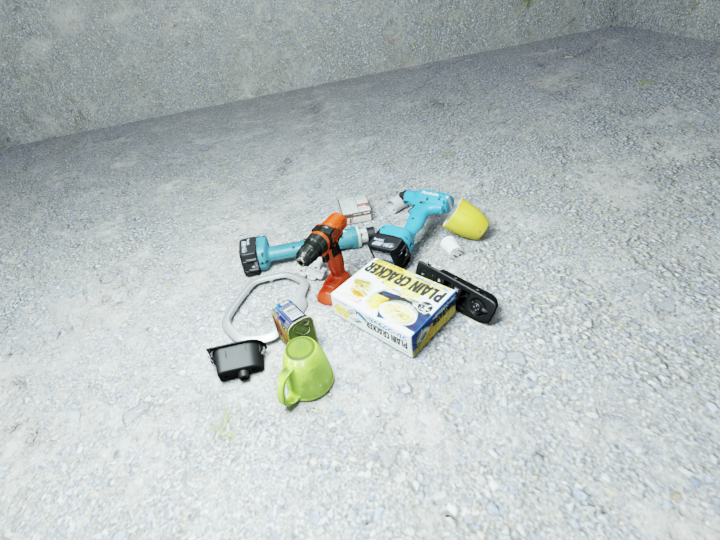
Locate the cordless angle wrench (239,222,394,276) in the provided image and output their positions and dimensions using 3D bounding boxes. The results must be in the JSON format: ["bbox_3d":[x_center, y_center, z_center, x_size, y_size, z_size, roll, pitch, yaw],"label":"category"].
[{"bbox_3d":[-0.112,-0.073,1.143,0.421,0.072,0.102,-11,36,-3],"label":"cordless angle wrench"}]

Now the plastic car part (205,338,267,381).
[{"bbox_3d":[-0.244,0.186,0.847,0.116,0.063,0.074,-11,51,-5],"label":"plastic car part"}]

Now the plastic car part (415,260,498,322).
[{"bbox_3d":[0.209,0.046,0.908,0.064,0.065,0.215,-3,25,-38],"label":"plastic car part"}]

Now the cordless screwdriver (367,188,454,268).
[{"bbox_3d":[0.111,-0.122,1.093,0.168,0.071,0.247,20,60,42],"label":"cordless screwdriver"}]

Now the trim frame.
[{"bbox_3d":[-0.219,0.083,0.998,0.190,0.026,0.249,2,37,20],"label":"trim frame"}]
